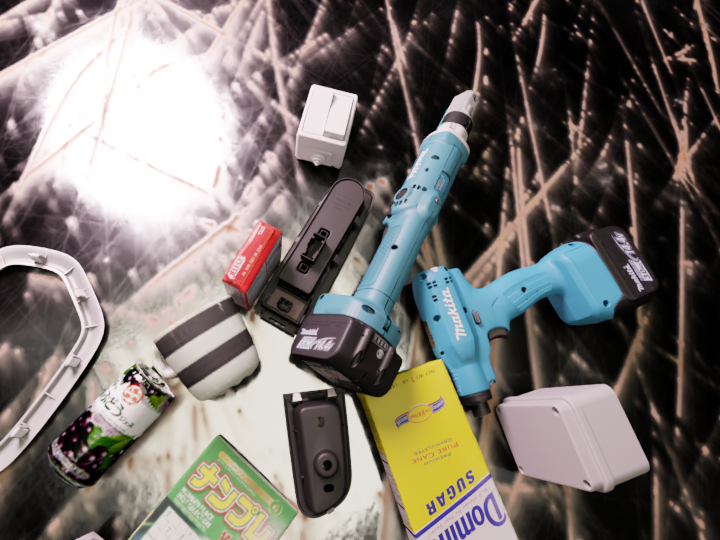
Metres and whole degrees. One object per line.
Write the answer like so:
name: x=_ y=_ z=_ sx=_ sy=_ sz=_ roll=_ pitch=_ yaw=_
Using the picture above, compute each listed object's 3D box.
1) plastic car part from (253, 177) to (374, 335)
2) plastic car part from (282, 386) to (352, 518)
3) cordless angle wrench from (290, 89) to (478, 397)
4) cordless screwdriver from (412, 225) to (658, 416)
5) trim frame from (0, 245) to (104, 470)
plastic car part: x=-0.047 y=-0.031 z=0.484 sx=0.068 sy=0.065 sz=0.203 roll=24 pitch=66 yaw=12
plastic car part: x=-0.036 y=0.173 z=0.403 sx=0.065 sy=0.070 sz=0.120 roll=-5 pitch=68 yaw=-10
cordless angle wrench: x=0.062 y=-0.070 z=0.492 sx=0.071 sy=0.102 sz=0.424 roll=41 pitch=62 yaw=-26
cordless screwdriver: x=0.196 y=0.050 z=0.471 sx=0.246 sy=0.073 sz=0.163 roll=-15 pitch=73 yaw=-7
trim frame: x=-0.379 y=0.086 z=0.426 sx=0.186 sy=0.027 sz=0.249 roll=28 pitch=71 yaw=6
